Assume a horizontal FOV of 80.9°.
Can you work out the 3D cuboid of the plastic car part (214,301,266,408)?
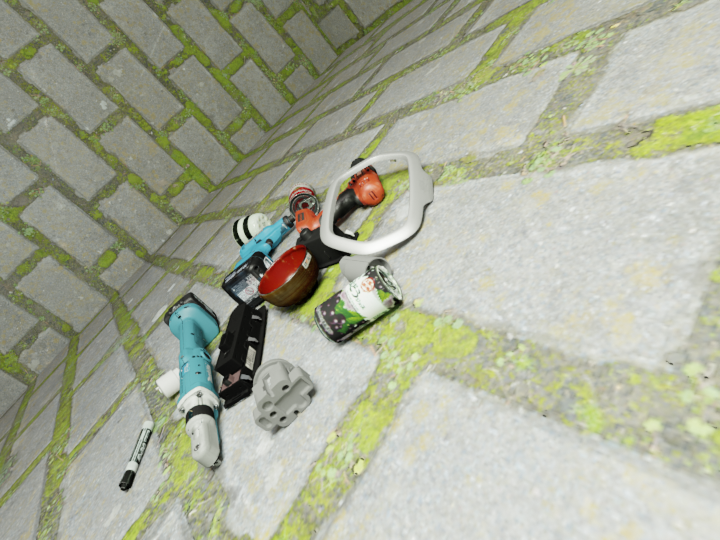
[{"bbox_3d":[-0.199,0.120,0.693,0.067,0.065,0.208,-43,23,20],"label":"plastic car part"}]

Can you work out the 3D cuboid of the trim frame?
[{"bbox_3d":[0.024,-0.116,0.687,0.189,0.026,0.254,-13,43,20],"label":"trim frame"}]

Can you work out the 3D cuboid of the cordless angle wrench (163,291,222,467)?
[{"bbox_3d":[-0.277,0.162,0.713,0.074,0.093,0.443,-43,29,-4],"label":"cordless angle wrench"}]

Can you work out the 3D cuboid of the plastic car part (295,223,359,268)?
[{"bbox_3d":[-0.072,-0.047,0.740,0.121,0.068,0.066,-17,34,39],"label":"plastic car part"}]

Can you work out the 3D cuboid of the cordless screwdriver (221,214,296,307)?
[{"bbox_3d":[-0.205,-0.033,0.905,0.160,0.072,0.256,-38,23,13],"label":"cordless screwdriver"}]
